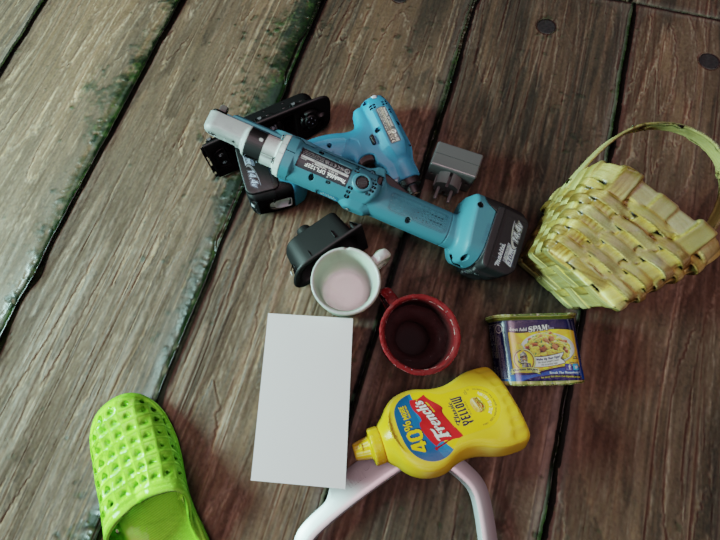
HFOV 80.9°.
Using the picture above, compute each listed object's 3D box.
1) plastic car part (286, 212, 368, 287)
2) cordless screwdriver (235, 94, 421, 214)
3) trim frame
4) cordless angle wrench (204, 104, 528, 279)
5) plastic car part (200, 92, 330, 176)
[{"bbox_3d":[-0.057,-0.038,0.587,0.116,0.063,0.074,-30,61,-3],"label":"plastic car part"},{"bbox_3d":[-0.044,-0.145,0.609,0.247,0.073,0.163,-21,77,-7],"label":"cordless screwdriver"},{"bbox_3d":[0.041,0.313,0.487,0.247,0.027,0.189,-35,75,-5],"label":"trim frame"},{"bbox_3d":[-0.001,-0.106,0.544,0.420,0.074,0.098,23,79,-3],"label":"cordless angle wrench"},{"bbox_3d":[-0.141,-0.215,0.645,0.202,0.063,0.070,-22,49,-3],"label":"plastic car part"}]
